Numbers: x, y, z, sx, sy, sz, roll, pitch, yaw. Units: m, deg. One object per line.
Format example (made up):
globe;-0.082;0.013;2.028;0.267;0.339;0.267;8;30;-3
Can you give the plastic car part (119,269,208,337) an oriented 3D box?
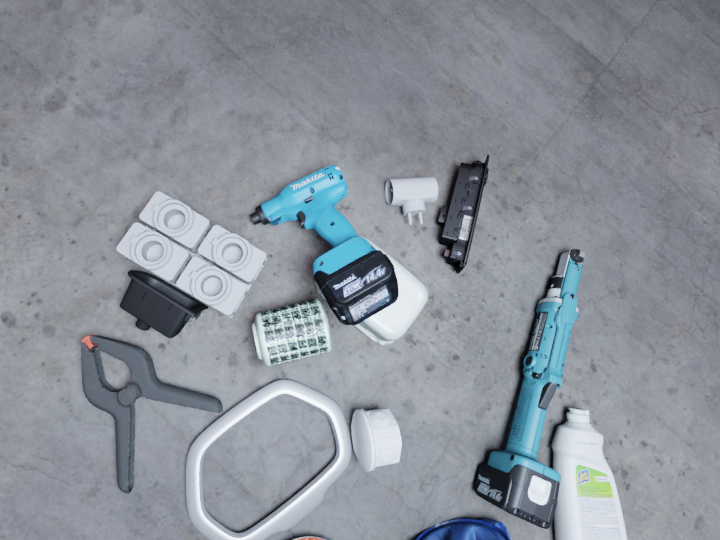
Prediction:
plastic car part;-0.292;0.056;0.610;0.117;0.066;0.071;27;90;0

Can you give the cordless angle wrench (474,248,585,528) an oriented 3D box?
cordless angle wrench;0.287;0.154;0.662;0.074;0.098;0.425;25;72;-7

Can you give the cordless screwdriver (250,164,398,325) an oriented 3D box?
cordless screwdriver;-0.059;-0.039;0.608;0.159;0.071;0.261;-26;55;-2

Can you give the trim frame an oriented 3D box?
trim frame;-0.130;0.273;0.602;0.246;0.027;0.186;-35;84;-15

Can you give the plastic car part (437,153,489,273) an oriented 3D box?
plastic car part;0.171;-0.101;0.710;0.069;0.064;0.204;16;77;19
